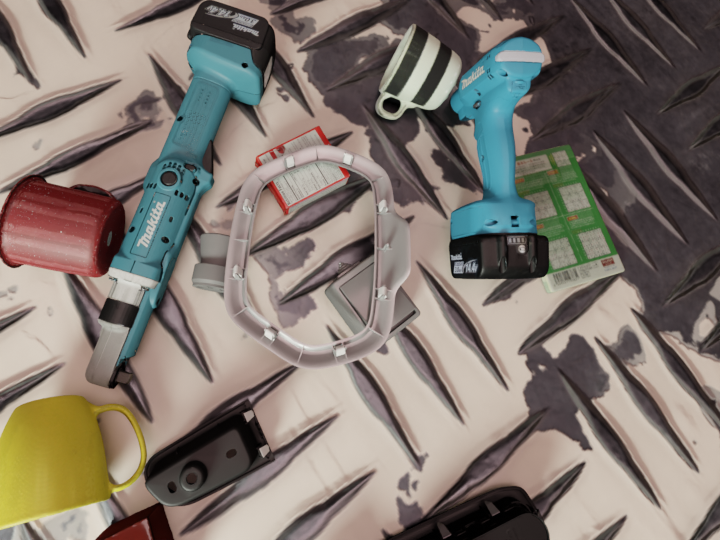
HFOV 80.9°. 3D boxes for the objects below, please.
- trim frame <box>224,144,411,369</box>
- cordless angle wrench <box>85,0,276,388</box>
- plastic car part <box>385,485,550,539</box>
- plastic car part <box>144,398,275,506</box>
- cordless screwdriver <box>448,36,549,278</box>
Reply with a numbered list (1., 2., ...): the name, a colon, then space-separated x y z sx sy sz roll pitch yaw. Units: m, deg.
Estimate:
1. trim frame: -0.042 -0.028 0.432 0.184 0.027 0.254 4 65 -1
2. cordless angle wrench: -0.198 -0.090 0.456 0.097 0.074 0.426 17 76 -5
3. plastic car part: 0.096 0.271 0.404 0.199 0.066 0.068 -18 74 -16
4. plastic car part: -0.143 0.178 0.388 0.114 0.071 0.067 -25 81 -18
5. cordless screwdriver: 0.143 -0.114 0.489 0.073 0.161 0.248 0 92 -10
